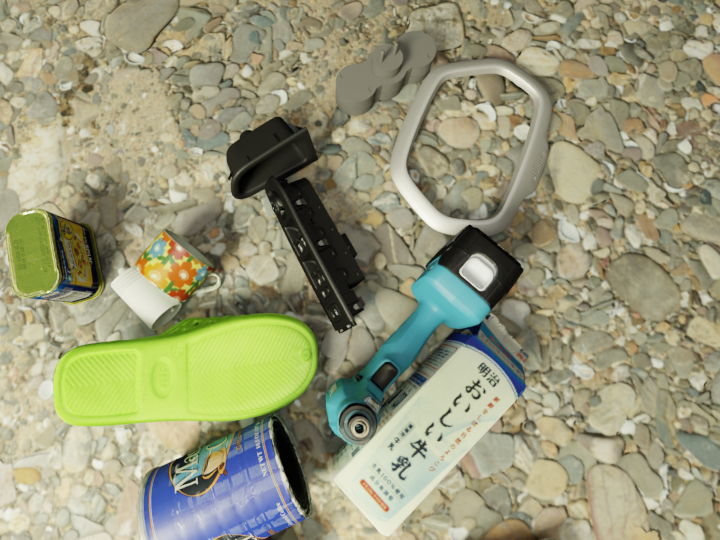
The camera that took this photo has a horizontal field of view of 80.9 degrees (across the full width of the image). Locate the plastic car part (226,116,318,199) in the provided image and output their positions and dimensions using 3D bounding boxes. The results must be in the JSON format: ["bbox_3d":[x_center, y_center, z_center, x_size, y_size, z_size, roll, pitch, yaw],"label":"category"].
[{"bbox_3d":[-0.122,-0.148,0.525,0.116,0.063,0.074,-28,67,-1],"label":"plastic car part"}]

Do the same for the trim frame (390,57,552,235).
[{"bbox_3d":[0.143,-0.159,0.531,0.187,0.027,0.249,21,79,7],"label":"trim frame"}]

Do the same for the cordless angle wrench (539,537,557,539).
[{"bbox_3d":[0.011,0.358,0.415,0.421,0.073,0.099,-20,81,-5],"label":"cordless angle wrench"}]

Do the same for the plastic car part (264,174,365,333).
[{"bbox_3d":[-0.048,-0.032,0.495,0.066,0.066,0.207,-30,80,-15],"label":"plastic car part"}]

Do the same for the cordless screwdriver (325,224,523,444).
[{"bbox_3d":[0.059,0.065,0.424,0.075,0.158,0.248,42,81,4],"label":"cordless screwdriver"}]
